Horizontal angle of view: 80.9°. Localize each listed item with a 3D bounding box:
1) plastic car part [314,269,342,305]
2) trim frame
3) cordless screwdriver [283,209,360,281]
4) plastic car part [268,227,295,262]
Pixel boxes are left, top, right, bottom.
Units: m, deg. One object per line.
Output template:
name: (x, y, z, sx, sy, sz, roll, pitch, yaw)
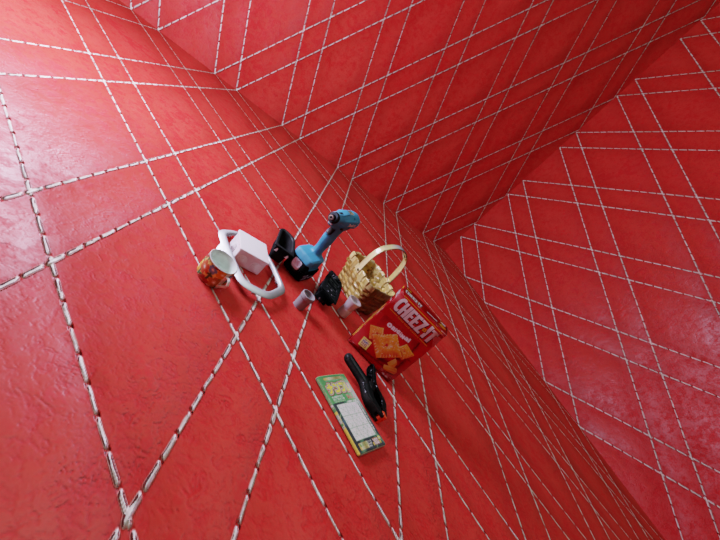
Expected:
plastic car part: (-0.094, 0.056, 1.236, 0.066, 0.067, 0.203, 43, 18, -6)
trim frame: (-0.279, -0.018, 1.069, 0.174, 0.028, 0.261, 23, 27, -49)
cordless screwdriver: (-0.116, -0.076, 1.187, 0.076, 0.250, 0.154, 50, 19, 12)
plastic car part: (-0.230, -0.063, 1.206, 0.064, 0.071, 0.120, 38, 19, -21)
